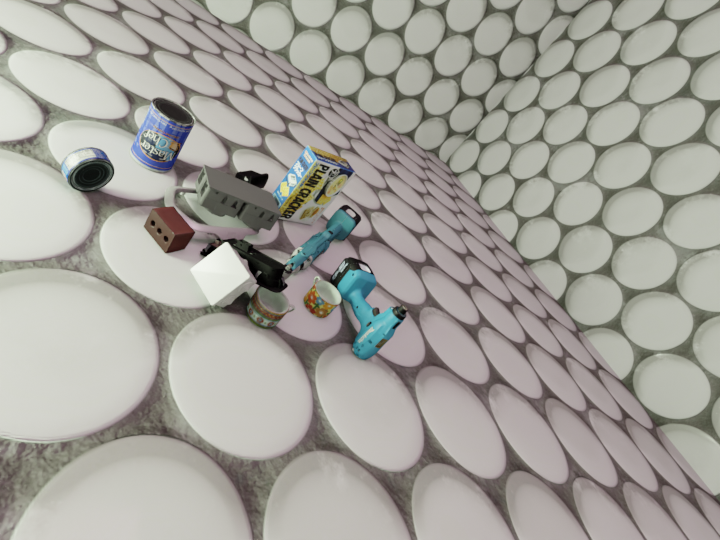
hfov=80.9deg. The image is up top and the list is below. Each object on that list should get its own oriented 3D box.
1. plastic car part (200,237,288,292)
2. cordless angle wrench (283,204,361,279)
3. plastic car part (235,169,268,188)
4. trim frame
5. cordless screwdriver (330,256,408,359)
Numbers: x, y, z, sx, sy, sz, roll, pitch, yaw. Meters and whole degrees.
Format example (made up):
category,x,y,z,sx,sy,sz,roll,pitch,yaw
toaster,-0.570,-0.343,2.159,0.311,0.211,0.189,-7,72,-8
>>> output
category,x,y,z,sx,sy,sz,roll,pitch,yaw
plastic car part,-0.226,-0.020,0.856,0.211,0.067,0.064,30,14,22
cordless angle wrench,-0.111,-0.072,1.133,0.075,0.098,0.418,41,31,-1
plastic car part,-0.314,-0.254,1.185,0.072,0.065,0.116,26,24,3
trim frame,-0.339,-0.131,0.974,0.192,0.027,0.238,44,21,22
cordless screwdriver,0.019,0.065,0.993,0.071,0.160,0.260,22,30,-34
